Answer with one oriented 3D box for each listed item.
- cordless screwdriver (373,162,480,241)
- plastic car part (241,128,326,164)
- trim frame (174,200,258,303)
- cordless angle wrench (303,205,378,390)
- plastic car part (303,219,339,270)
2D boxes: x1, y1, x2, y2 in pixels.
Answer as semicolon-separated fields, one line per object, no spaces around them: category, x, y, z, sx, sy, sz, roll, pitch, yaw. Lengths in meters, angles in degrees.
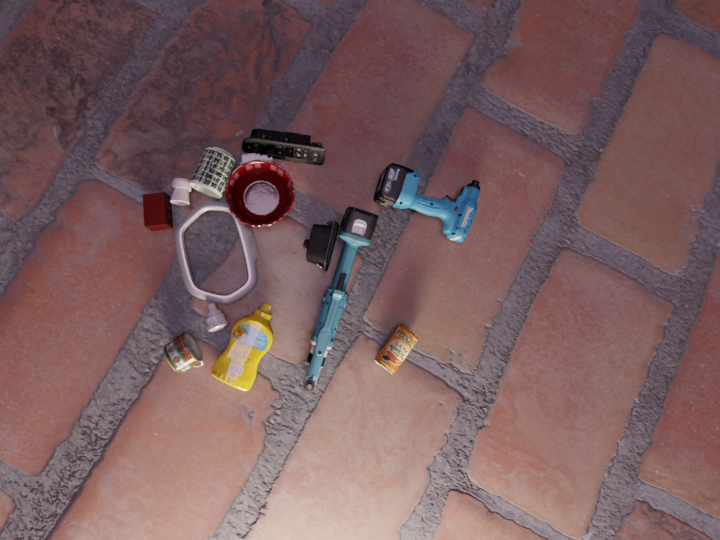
cordless screwdriver;0.168;-0.188;1.029;0.246;0.075;0.159;24;81;-5
plastic car part;-0.186;-0.307;1.024;0.202;0.066;0.068;4;73;-4
trim frame;-0.335;-0.043;0.993;0.183;0.027;0.251;-16;81;-5
cordless angle wrench;-0.059;0.066;0.971;0.074;0.098;0.424;17;85;-6
plastic car part;-0.098;-0.064;1.001;0.073;0.064;0.117;16;84;11
